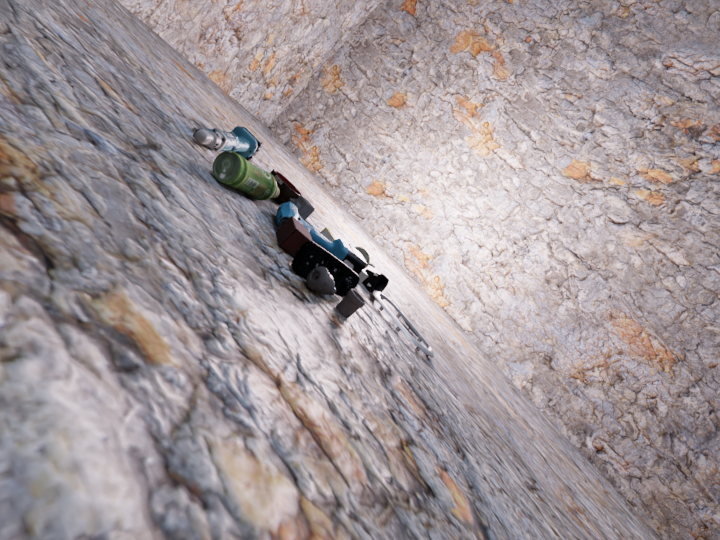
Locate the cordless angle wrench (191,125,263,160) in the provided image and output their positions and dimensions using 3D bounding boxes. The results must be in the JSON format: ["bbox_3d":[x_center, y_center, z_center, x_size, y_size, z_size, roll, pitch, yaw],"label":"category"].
[{"bbox_3d":[-0.368,-0.359,1.173,0.097,0.075,0.427,43,11,-10],"label":"cordless angle wrench"}]

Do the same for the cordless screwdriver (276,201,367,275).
[{"bbox_3d":[-0.099,-0.065,1.011,0.242,0.074,0.163,38,10,-15],"label":"cordless screwdriver"}]

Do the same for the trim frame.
[{"bbox_3d":[0.114,0.145,1.170,0.262,0.027,0.174,48,10,33],"label":"trim frame"}]

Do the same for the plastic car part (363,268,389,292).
[{"bbox_3d":[0.036,0.028,1.281,0.074,0.066,0.112,33,1,18],"label":"plastic car part"}]

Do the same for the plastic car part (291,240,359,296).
[{"bbox_3d":[-0.075,0.001,0.866,0.071,0.066,0.191,18,-11,42],"label":"plastic car part"}]
